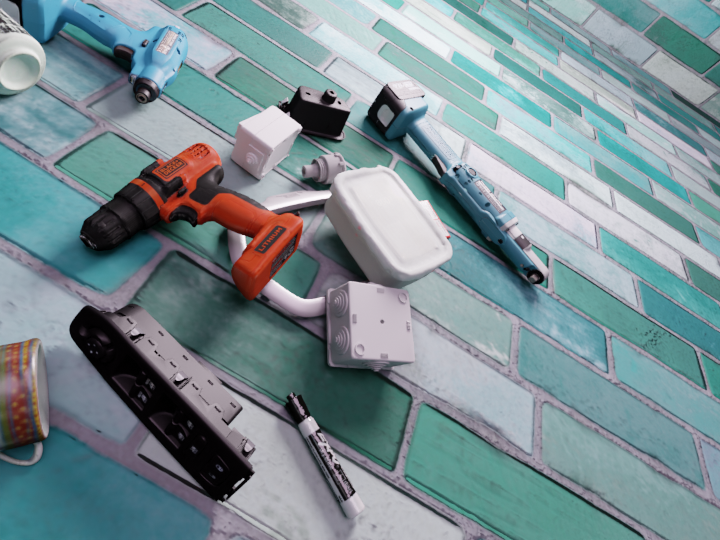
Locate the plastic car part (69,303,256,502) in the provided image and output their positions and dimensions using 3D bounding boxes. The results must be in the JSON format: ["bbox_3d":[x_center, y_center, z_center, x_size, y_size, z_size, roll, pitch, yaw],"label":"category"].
[{"bbox_3d":[-0.166,0.098,0.368,0.205,0.066,0.066,40,38,4],"label":"plastic car part"}]

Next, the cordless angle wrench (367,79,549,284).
[{"bbox_3d":[0.174,-0.155,0.734,0.095,0.075,0.434,-25,72,-39],"label":"cordless angle wrench"}]

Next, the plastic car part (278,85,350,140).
[{"bbox_3d":[-0.067,-0.261,0.683,0.112,0.071,0.068,5,56,-22],"label":"plastic car part"}]

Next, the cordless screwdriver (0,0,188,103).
[{"bbox_3d":[-0.370,-0.319,0.568,0.240,0.075,0.164,19,50,-20],"label":"cordless screwdriver"}]

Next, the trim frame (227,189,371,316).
[{"bbox_3d":[-0.054,-0.035,0.551,0.240,0.027,0.190,-21,69,-35],"label":"trim frame"}]
